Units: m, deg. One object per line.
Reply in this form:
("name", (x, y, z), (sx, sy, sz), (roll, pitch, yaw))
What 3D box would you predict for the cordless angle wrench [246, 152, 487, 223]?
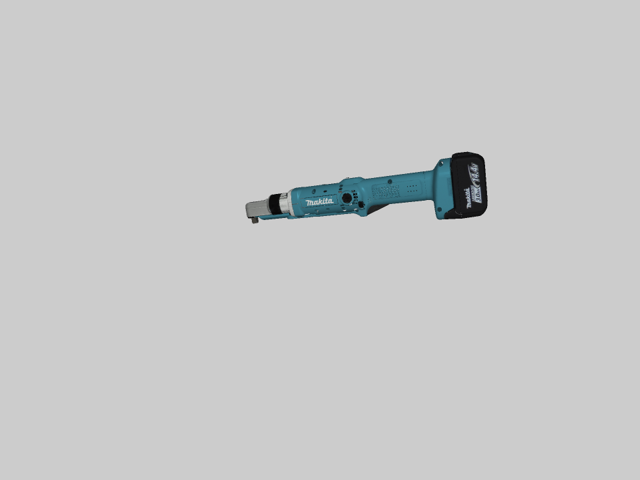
("cordless angle wrench", (0.055, -0.073, 0.722), (0.424, 0.098, 0.074), (-4, 12, 23))
